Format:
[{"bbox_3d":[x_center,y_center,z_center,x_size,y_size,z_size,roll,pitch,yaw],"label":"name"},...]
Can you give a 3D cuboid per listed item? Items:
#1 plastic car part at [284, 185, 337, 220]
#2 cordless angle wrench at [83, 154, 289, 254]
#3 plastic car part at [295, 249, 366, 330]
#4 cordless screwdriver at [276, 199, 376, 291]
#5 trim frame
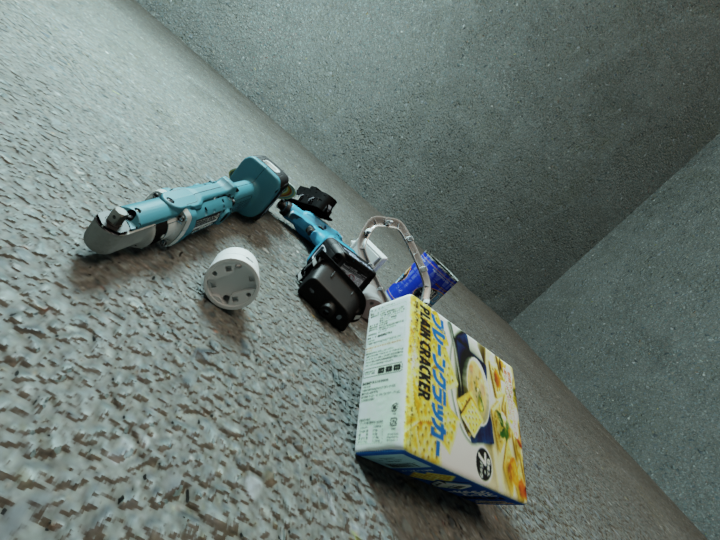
[{"bbox_3d":[-0.109,-0.155,0.952,0.063,0.067,0.213,46,-6,-33],"label":"plastic car part"},{"bbox_3d":[-0.190,-0.085,0.531,0.074,0.098,0.424,41,16,-7],"label":"cordless angle wrench"},{"bbox_3d":[-0.045,0.039,0.617,0.117,0.066,0.070,46,27,0],"label":"plastic car part"},{"bbox_3d":[-0.077,-0.050,0.787,0.152,0.074,0.260,36,10,-29],"label":"cordless screwdriver"},{"bbox_3d":[0.076,0.003,0.865,0.180,0.029,0.244,-35,105,-40],"label":"trim frame"}]
